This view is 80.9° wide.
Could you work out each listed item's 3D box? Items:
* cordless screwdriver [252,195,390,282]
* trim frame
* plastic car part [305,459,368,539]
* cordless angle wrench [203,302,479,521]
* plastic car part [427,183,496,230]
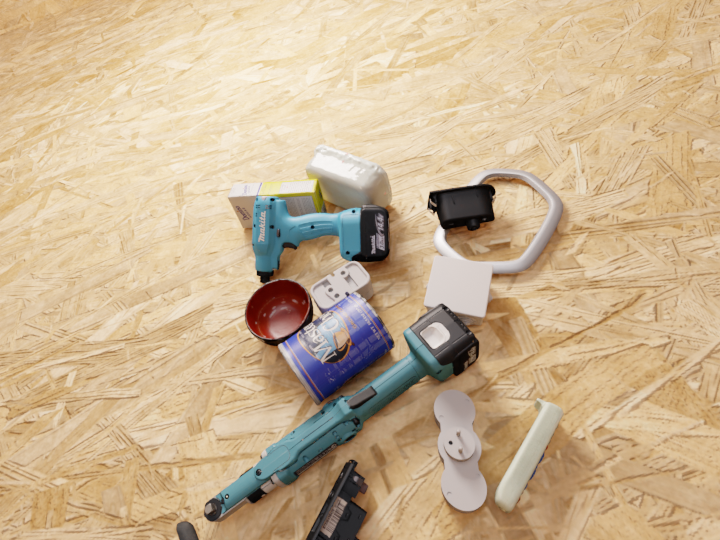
[{"bbox_3d":[-0.074,-0.048,0.753,0.254,0.073,0.158,4,96,11],"label":"cordless screwdriver"},{"bbox_3d":[0.237,-0.091,0.742,0.193,0.026,0.248,26,68,28],"label":"trim frame"},{"bbox_3d":[-0.044,0.336,0.507,0.068,0.066,0.202,36,67,3],"label":"plastic car part"},{"bbox_3d":[-0.028,0.205,0.579,0.421,0.093,0.078,-35,56,-5],"label":"cordless angle wrench"},{"bbox_3d":[0.179,-0.102,0.724,0.118,0.064,0.072,-5,70,7],"label":"plastic car part"}]
